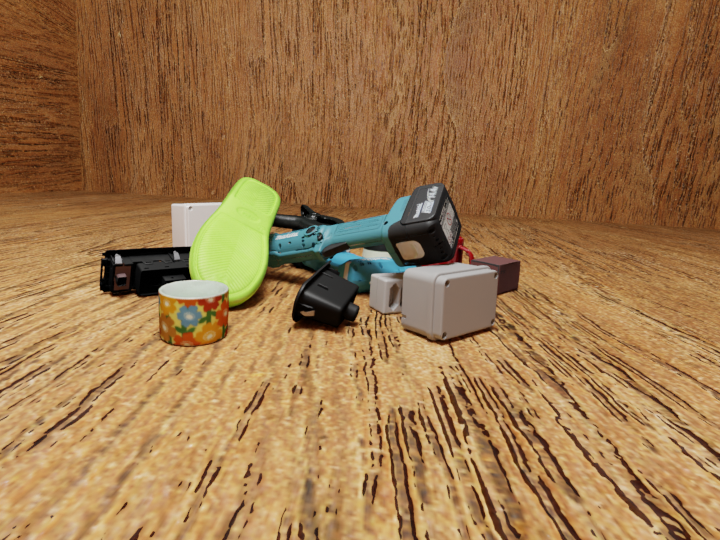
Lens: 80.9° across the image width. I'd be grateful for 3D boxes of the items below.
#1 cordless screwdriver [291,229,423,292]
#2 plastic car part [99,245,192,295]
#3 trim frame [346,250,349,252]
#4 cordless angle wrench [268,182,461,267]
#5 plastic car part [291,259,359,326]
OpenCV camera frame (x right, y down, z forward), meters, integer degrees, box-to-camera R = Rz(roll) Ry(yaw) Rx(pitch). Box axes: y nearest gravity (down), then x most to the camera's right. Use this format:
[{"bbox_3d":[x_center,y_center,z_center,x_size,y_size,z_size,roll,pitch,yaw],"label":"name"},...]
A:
[{"bbox_3d":[-0.018,-0.023,0.775,0.152,0.073,0.263,-5,18,-34],"label":"cordless screwdriver"},{"bbox_3d":[-0.268,0.001,0.627,0.194,0.065,0.071,-9,26,-45],"label":"plastic car part"},{"bbox_3d":[-0.141,-0.056,1.002,0.241,0.027,0.192,-4,13,-23],"label":"trim frame"},{"bbox_3d":[-0.065,-0.043,0.666,0.441,0.071,0.098,-7,40,35],"label":"cordless angle wrench"},{"bbox_3d":[-0.035,0.039,0.528,0.072,0.065,0.116,19,17,6],"label":"plastic car part"}]
